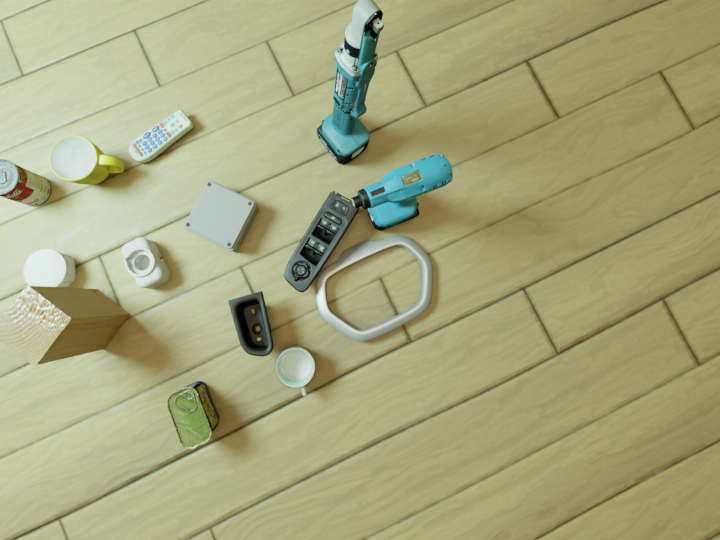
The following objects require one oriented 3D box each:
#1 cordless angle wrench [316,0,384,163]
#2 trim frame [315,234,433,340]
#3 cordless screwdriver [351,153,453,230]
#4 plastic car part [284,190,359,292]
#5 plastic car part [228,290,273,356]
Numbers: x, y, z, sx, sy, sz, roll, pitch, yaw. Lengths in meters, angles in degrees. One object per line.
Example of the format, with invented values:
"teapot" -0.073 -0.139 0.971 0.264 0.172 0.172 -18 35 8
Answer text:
"cordless angle wrench" -0.016 -0.287 0.687 0.074 0.423 0.098 -37 90 -7
"trim frame" 0.030 0.031 0.844 0.247 0.027 0.186 -26 84 -4
"cordless screwdriver" 0.051 -0.125 0.754 0.158 0.248 0.075 -21 88 -6
"plastic car part" -0.082 -0.053 0.834 0.066 0.067 0.203 31 83 0
"plastic car part" -0.202 0.105 0.809 0.066 0.071 0.118 -16 84 -5
